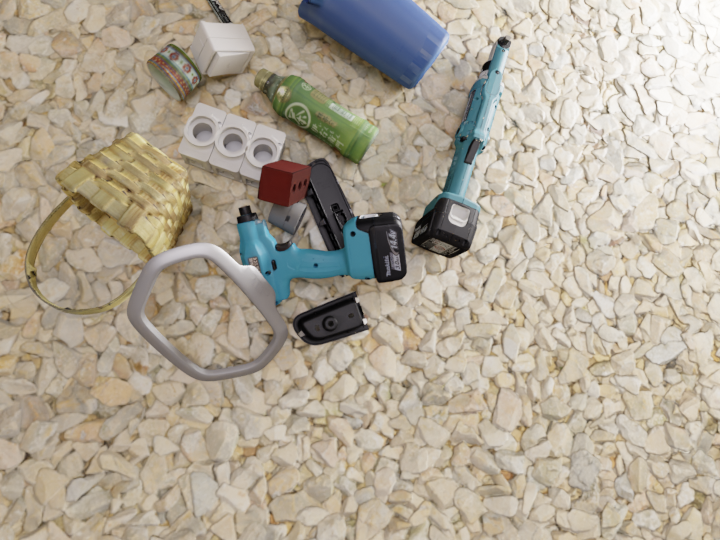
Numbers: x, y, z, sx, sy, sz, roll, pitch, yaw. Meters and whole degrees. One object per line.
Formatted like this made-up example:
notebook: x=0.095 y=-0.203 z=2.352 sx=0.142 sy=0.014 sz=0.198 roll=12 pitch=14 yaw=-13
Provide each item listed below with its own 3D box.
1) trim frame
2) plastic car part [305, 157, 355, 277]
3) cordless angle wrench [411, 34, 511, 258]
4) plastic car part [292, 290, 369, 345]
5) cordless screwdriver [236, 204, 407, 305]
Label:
trim frame: x=-0.212 y=0.067 z=0.607 sx=0.184 sy=0.029 sz=0.238 roll=-34 pitch=118 yaw=2
plastic car part: x=-0.044 y=-0.093 z=0.694 sx=0.066 sy=0.066 sz=0.206 roll=-24 pitch=82 yaw=-3
cordless angle wrench: x=0.194 y=-0.230 z=0.731 sx=0.074 sy=0.098 sz=0.425 roll=21 pitch=75 yaw=-6
plastic car part: x=-0.044 y=0.080 z=0.658 sx=0.115 sy=0.071 sz=0.067 roll=-19 pitch=85 yaw=-13
cordless screwdriver: x=-0.062 y=-0.040 z=0.630 sx=0.253 sy=0.074 sz=0.157 roll=-11 pitch=101 yaw=11
